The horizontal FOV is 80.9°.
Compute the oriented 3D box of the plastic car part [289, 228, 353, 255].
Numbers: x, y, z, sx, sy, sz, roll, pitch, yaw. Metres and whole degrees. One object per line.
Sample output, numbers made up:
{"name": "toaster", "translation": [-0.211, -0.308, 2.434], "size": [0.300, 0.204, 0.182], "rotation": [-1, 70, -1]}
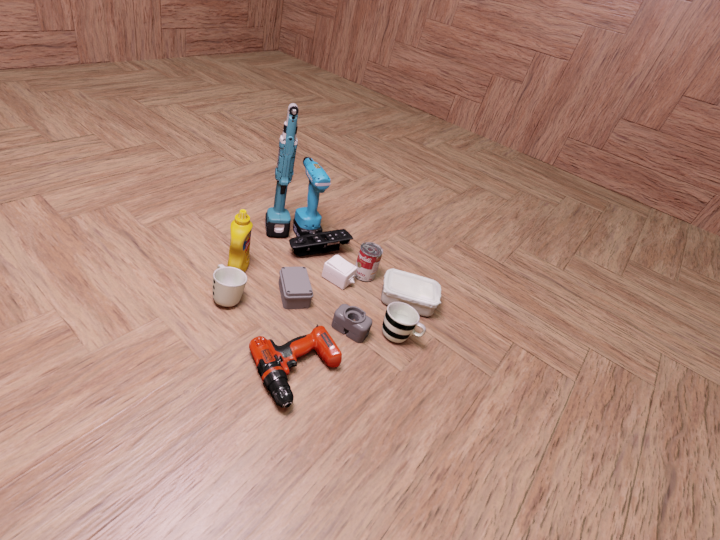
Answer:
{"name": "plastic car part", "translation": [-0.129, -0.084, 1.317], "size": [0.196, 0.066, 0.070], "rotation": [-8, 42, -24]}

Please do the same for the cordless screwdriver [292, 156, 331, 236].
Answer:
{"name": "cordless screwdriver", "translation": [-0.163, -0.227, 1.342], "size": [0.072, 0.244, 0.168], "rotation": [-5, 42, -26]}

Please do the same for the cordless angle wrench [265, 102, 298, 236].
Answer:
{"name": "cordless angle wrench", "translation": [-0.228, -0.291, 1.265], "size": [0.072, 0.415, 0.102], "rotation": [3, 39, -18]}
